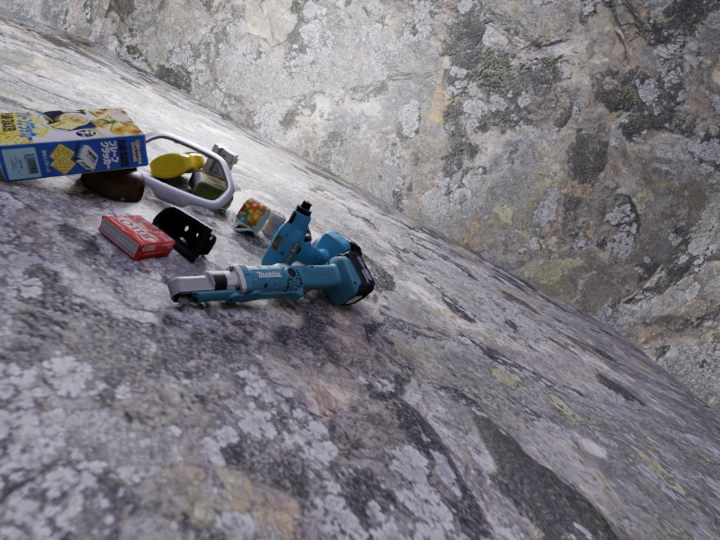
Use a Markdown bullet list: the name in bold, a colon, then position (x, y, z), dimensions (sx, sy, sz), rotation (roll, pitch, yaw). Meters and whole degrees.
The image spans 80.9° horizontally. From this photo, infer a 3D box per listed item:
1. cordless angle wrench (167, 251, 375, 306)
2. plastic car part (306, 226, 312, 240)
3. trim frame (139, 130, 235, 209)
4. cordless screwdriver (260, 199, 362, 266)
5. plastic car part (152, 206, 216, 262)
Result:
- **cordless angle wrench**: position (-0.131, 0.019, 0.724), dimensions (0.403, 0.075, 0.101), rotation (-2, 59, -52)
- **plastic car part**: position (-0.150, -0.087, 1.059), dimensions (0.064, 0.067, 0.210), rotation (31, 17, -21)
- **trim frame**: position (-0.399, -0.223, 0.945), dimensions (0.238, 0.028, 0.189), rotation (22, 49, -24)
- **cordless screwdriver**: position (-0.087, -0.057, 0.885), dimensions (0.078, 0.159, 0.237), rotation (39, 16, 29)
- **plastic car part**: position (-0.302, -0.066, 0.749), dimensions (0.121, 0.066, 0.068), rotation (32, 0, 22)
